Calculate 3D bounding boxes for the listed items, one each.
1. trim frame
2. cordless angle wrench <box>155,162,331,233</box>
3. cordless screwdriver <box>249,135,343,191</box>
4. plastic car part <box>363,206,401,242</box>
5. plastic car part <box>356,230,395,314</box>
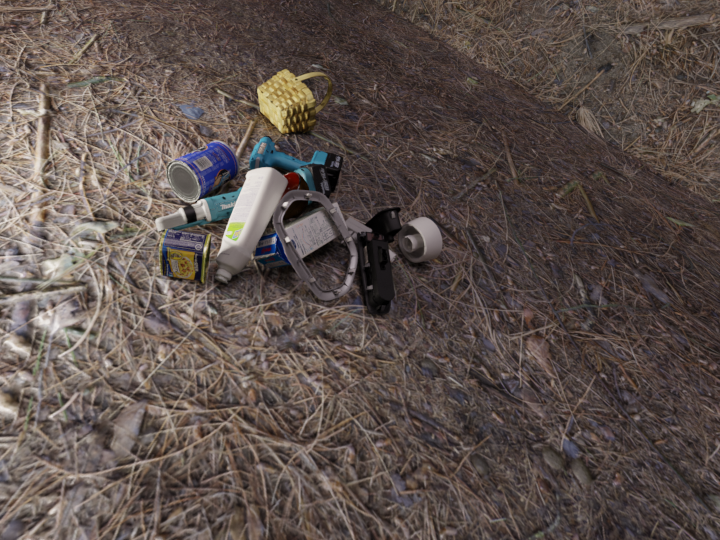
[{"bbox_3d":[-0.086,-0.056,0.882,0.181,0.029,0.243,-41,108,-39],"label":"trim frame"},{"bbox_3d":[-0.261,-0.162,0.979,0.410,0.096,0.078,-23,15,-32],"label":"cordless angle wrench"},{"bbox_3d":[-0.175,-0.309,1.179,0.247,0.073,0.163,11,42,-5],"label":"cordless screwdriver"},{"bbox_3d":[0.059,-0.098,1.029,0.063,0.118,0.072,-6,74,-30],"label":"plastic car part"},{"bbox_3d":[0.041,-0.003,0.922,0.063,0.068,0.208,13,59,-28],"label":"plastic car part"}]
